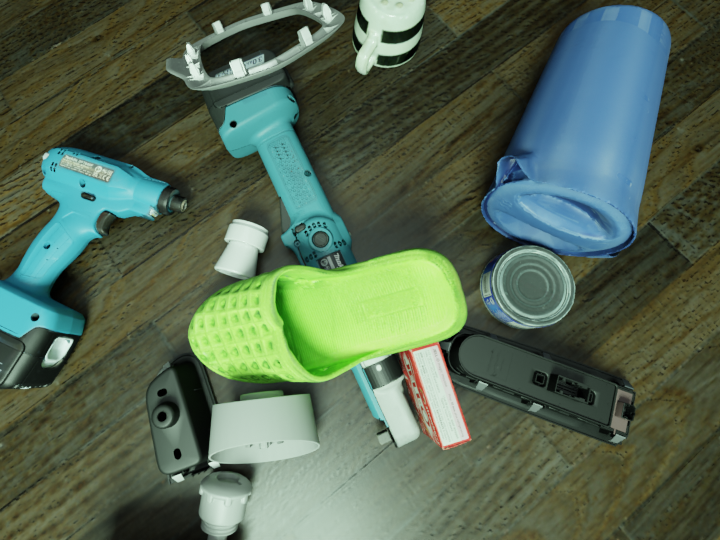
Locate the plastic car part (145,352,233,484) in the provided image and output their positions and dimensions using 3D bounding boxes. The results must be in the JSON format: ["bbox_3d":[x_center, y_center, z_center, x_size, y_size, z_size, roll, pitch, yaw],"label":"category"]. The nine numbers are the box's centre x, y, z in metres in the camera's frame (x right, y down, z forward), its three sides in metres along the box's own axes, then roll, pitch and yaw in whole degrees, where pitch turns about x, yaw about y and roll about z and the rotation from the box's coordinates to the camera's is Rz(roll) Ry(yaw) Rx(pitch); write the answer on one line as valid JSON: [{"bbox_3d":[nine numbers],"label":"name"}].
[{"bbox_3d":[-0.174,0.141,0.402,0.065,0.070,0.118,-19,81,-7],"label":"plastic car part"}]

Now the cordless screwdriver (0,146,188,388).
[{"bbox_3d":[-0.296,-0.004,0.440,0.161,0.073,0.251,17,73,4],"label":"cordless screwdriver"}]

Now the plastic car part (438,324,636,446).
[{"bbox_3d":[0.169,0.108,0.409,0.206,0.066,0.066,19,85,8],"label":"plastic car part"}]

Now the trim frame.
[{"bbox_3d":[-0.118,-0.248,0.450,0.184,0.026,0.261,-25,43,-2],"label":"trim frame"}]

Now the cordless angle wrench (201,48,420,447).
[{"bbox_3d":[-0.043,-0.028,0.443,0.098,0.073,0.430,-25,80,-3],"label":"cordless angle wrench"}]
